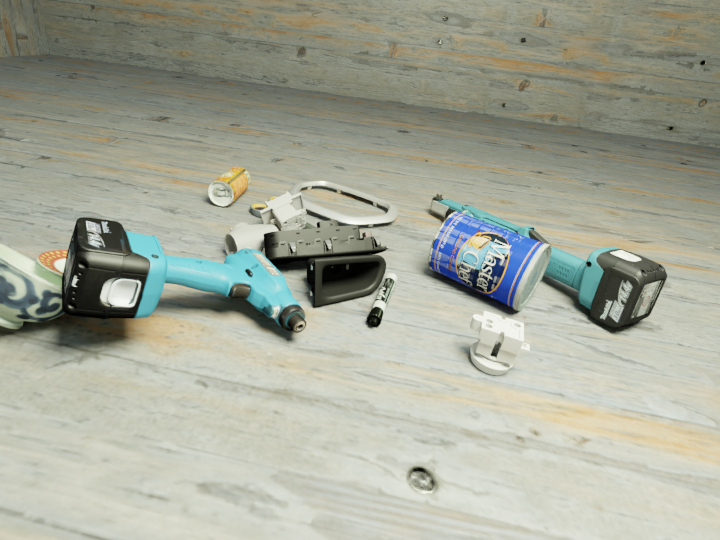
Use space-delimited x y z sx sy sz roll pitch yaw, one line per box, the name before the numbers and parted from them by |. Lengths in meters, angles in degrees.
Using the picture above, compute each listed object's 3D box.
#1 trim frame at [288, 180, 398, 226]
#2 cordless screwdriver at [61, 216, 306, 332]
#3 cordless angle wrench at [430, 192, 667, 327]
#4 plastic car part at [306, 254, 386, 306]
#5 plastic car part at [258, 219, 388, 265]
trim frame | -0.040 -0.143 0.885 0.261 0.027 0.179 22 33 28
cordless screwdriver | -0.185 0.017 0.472 0.236 0.074 0.169 8 22 -43
cordless angle wrench | 0.269 -0.050 0.737 0.072 0.096 0.447 -9 29 -30
plastic car part | -0.030 0.003 0.602 0.112 0.065 0.075 -9 19 -33
plastic car part | -0.063 -0.041 0.644 0.198 0.067 0.068 -10 5 -19
